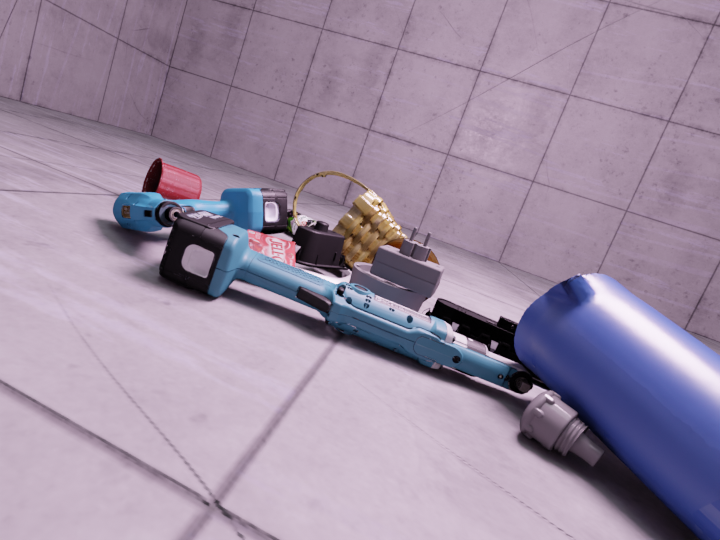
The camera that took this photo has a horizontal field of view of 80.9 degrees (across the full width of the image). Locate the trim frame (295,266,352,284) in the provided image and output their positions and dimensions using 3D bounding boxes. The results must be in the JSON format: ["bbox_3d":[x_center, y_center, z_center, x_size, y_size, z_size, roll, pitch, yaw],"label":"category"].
[{"bbox_3d":[-0.117,-0.017,0.698,0.243,0.027,0.190,15,13,-14],"label":"trim frame"}]

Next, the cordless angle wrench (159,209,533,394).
[{"bbox_3d":[-0.011,0.044,0.478,0.425,0.074,0.098,22,10,2],"label":"cordless angle wrench"}]

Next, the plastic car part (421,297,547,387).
[{"bbox_3d":[0.178,0.093,0.584,0.210,0.066,0.065,20,17,18],"label":"plastic car part"}]

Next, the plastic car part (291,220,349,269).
[{"bbox_3d":[-0.066,-0.043,0.679,0.070,0.071,0.111,25,9,34],"label":"plastic car part"}]

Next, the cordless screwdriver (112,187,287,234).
[{"bbox_3d":[-0.210,-0.086,0.617,0.168,0.074,0.238,10,13,43],"label":"cordless screwdriver"}]
